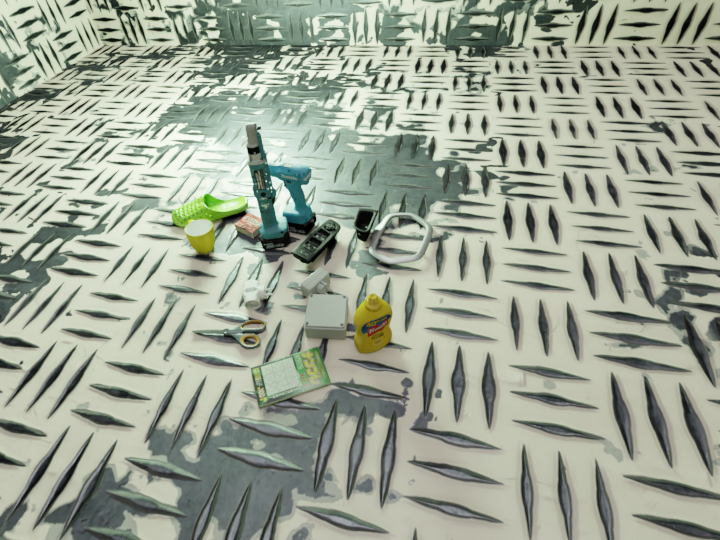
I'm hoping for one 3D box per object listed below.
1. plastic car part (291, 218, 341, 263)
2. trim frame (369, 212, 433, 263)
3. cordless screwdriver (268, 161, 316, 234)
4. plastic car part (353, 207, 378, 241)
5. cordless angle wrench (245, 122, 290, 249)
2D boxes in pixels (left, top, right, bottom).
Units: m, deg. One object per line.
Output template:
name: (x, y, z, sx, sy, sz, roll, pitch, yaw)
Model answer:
plastic car part: (-0.128, -0.084, 1.311, 0.069, 0.064, 0.201, 22, 53, 23)
trim frame: (0.124, -0.104, 1.325, 0.190, 0.026, 0.249, 13, 49, 18)
cordless screwdriver: (-0.225, -0.234, 1.345, 0.165, 0.240, 0.074, 16, 49, 18)
plastic car part: (0.012, -0.137, 1.341, 0.068, 0.068, 0.118, 8, 48, 12)
cordless angle wrench: (-0.282, -0.237, 1.238, 0.098, 0.408, 0.077, -6, 46, -4)
